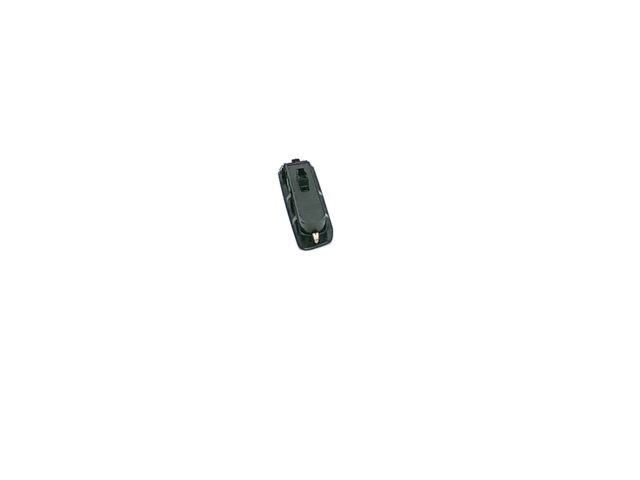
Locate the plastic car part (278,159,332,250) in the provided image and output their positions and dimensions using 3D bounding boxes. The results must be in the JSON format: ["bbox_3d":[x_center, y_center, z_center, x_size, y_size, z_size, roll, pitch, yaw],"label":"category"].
[{"bbox_3d":[-0.023,-0.071,0.691,0.066,0.202,0.067,-4,-40,-12],"label":"plastic car part"}]
